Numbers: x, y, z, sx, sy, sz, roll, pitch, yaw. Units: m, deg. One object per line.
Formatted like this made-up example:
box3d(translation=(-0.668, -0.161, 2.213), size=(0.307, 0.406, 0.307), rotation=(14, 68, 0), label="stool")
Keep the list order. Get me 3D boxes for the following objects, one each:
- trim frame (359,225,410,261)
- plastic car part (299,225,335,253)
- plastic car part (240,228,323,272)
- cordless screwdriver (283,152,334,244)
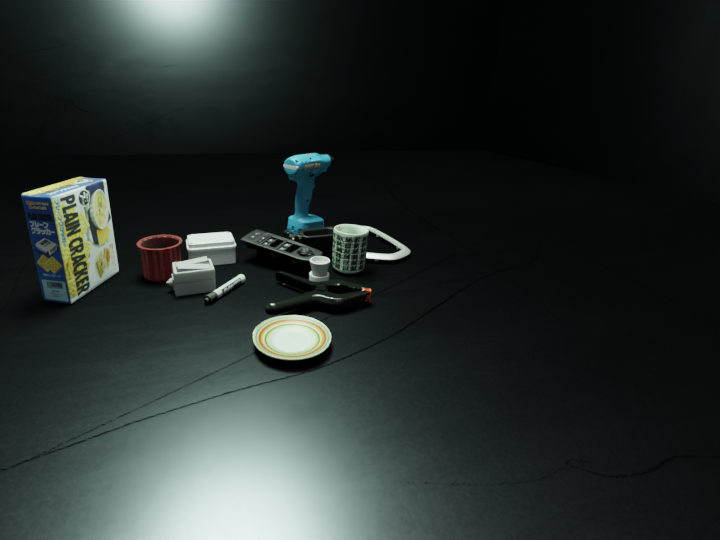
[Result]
box3d(translation=(0.022, -0.076, 1.150), size=(0.178, 0.027, 0.263), rotation=(-12, 27, -29), label="trim frame")
box3d(translation=(-0.104, -0.068, 1.068), size=(0.112, 0.069, 0.070), rotation=(-12, 27, -31), label="plastic car part")
box3d(translation=(-0.187, -0.041, 1.003), size=(0.212, 0.066, 0.065), rotation=(14, 25, 25), label="plastic car part")
box3d(translation=(-0.130, -0.181, 1.107), size=(0.078, 0.244, 0.154), rotation=(19, 26, 34), label="cordless screwdriver")
